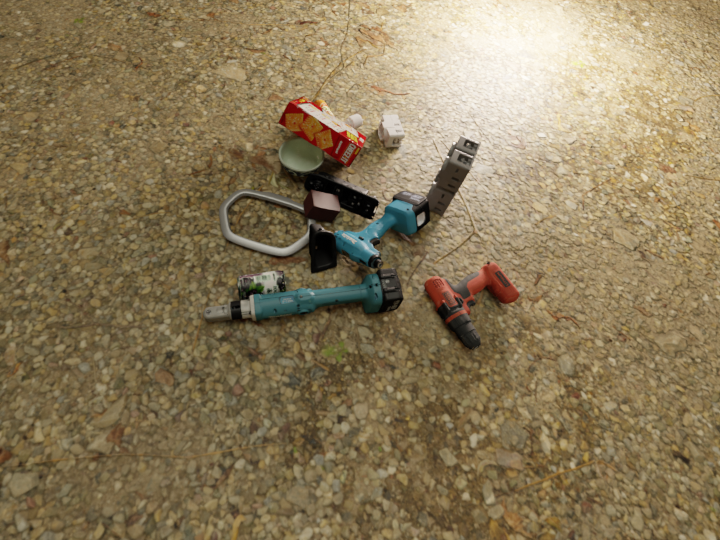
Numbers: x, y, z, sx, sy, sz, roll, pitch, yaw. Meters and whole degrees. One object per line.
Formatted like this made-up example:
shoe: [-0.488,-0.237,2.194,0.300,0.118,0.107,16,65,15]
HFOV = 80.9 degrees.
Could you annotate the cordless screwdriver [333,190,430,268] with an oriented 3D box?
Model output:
cordless screwdriver: [0.069,-0.094,1.011,0.244,0.071,0.169,-33,41,-22]

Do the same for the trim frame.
trim frame: [-0.232,-0.125,1.052,0.251,0.027,0.187,15,59,4]

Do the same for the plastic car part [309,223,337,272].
plastic car part: [-0.097,-0.063,0.989,0.064,0.113,0.075,-15,40,-19]

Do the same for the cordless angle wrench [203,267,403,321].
cordless angle wrench: [-0.124,0.068,0.914,0.418,0.096,0.077,-7,65,-7]

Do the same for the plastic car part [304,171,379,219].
plastic car part: [-0.047,-0.208,1.104,0.205,0.065,0.067,22,49,6]
